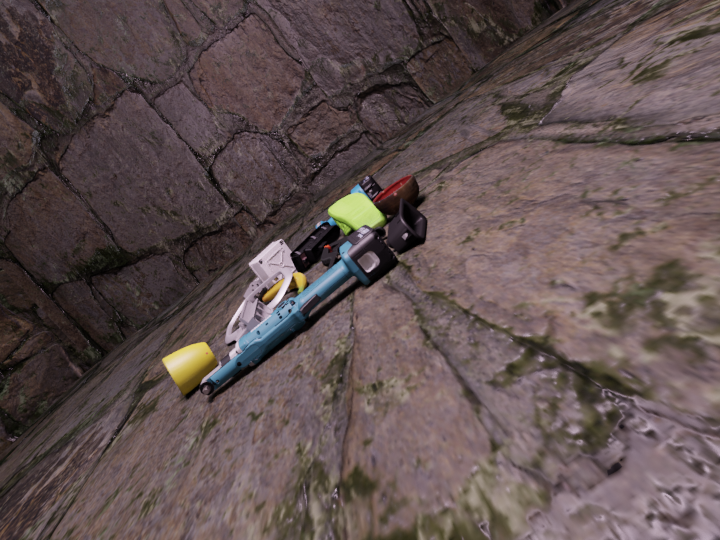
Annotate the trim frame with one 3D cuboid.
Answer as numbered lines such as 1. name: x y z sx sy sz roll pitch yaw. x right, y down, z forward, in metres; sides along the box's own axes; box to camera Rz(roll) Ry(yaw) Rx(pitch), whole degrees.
1. trim frame: -0.245 0.084 1.020 0.252 0.026 0.188 -36 26 23

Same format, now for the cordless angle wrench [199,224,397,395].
1. cordless angle wrench: -0.125 0.082 0.765 0.423 0.073 0.100 -40 15 2

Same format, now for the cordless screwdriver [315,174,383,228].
1. cordless screwdriver: -0.043 -0.196 1.341 0.249 0.073 0.162 -40 15 5

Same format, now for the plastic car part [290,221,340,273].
1. plastic car part: -0.116 -0.076 1.183 0.069 0.064 0.202 -15 26 36

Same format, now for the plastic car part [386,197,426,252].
1. plastic car part: 0.078 -0.074 0.787 0.071 0.065 0.117 -47 11 31
